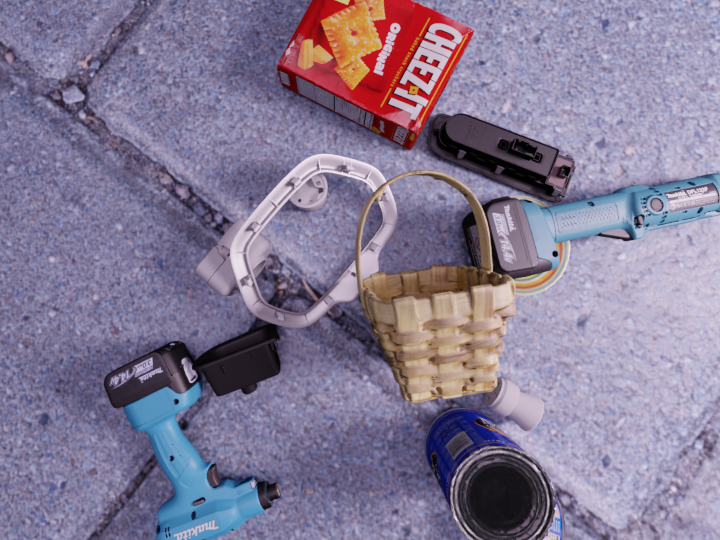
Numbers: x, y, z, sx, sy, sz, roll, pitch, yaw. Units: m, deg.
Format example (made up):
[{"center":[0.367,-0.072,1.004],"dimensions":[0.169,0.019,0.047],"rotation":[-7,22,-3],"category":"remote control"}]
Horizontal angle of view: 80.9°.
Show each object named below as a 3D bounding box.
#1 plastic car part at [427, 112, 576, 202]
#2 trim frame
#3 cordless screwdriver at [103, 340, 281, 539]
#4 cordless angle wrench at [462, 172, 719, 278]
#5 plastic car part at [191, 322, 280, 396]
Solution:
[{"center":[0.188,-0.158,0.564],"dimensions":[0.206,0.066,0.066],"rotation":[23,93,8],"category":"plastic car part"},{"center":[-0.054,-0.035,0.550],"dimensions":[0.176,0.029,0.248],"rotation":[43,84,-25],"category":"trim frame"},{"center":[-0.214,0.215,0.544],"dimensions":[0.159,0.074,0.250],"rotation":[-21,87,0],"category":"cordless screwdriver"},{"center":[0.347,-0.074,0.529],"dimensions":[0.420,0.074,0.099],"rotation":[-12,85,-6],"category":"cordless angle wrench"},{"center":[-0.152,0.125,0.557],"dimensions":[0.116,0.067,0.070],"rotation":[-25,101,0],"category":"plastic car part"}]
